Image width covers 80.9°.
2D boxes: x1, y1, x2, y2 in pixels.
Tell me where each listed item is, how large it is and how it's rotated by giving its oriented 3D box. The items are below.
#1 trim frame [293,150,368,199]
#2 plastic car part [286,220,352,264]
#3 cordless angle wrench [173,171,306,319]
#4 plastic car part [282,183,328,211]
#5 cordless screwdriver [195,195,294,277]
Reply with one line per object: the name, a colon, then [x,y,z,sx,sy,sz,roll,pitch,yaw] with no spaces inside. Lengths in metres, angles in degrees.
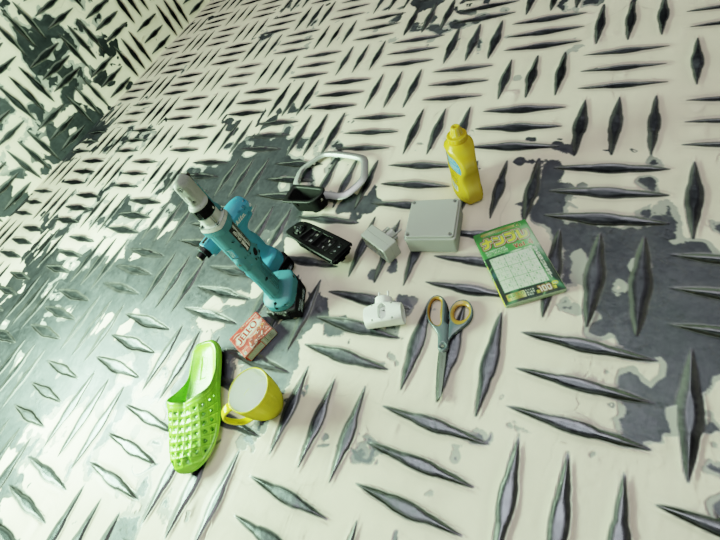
trim frame: [-0.085,-0.267,1.191,0.262,0.026,0.184,18,66,35]
plastic car part: [-0.100,-0.066,1.024,0.215,0.063,0.066,31,73,39]
cordless angle wrench: [-0.231,-0.035,0.841,0.076,0.401,0.100,-10,52,18]
plastic car part: [-0.137,-0.184,1.128,0.122,0.067,0.066,12,62,32]
cordless screwdriver: [-0.261,-0.034,0.966,0.078,0.236,0.159,18,65,34]
